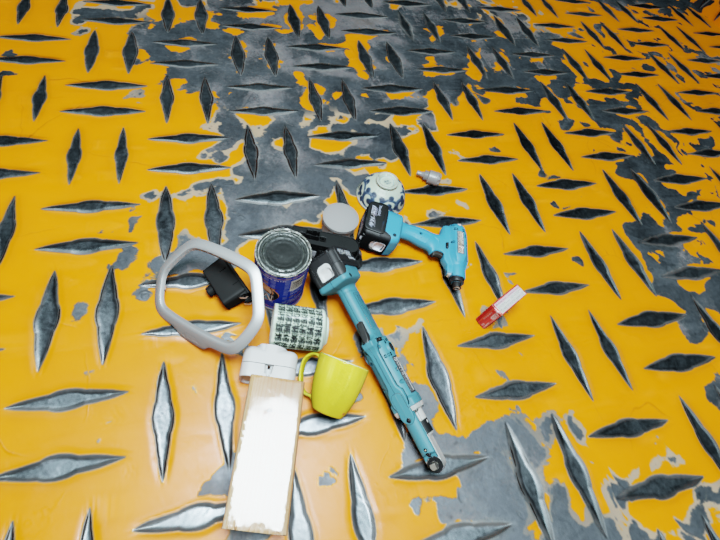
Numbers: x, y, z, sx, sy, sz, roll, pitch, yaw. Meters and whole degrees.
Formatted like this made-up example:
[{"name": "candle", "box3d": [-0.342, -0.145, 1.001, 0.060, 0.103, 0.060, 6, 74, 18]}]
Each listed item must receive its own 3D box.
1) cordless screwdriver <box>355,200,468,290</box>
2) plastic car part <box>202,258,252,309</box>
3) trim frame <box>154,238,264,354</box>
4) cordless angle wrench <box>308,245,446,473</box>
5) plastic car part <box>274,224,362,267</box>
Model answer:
[{"name": "cordless screwdriver", "box3d": [0.117, -0.053, 0.927, 0.246, 0.073, 0.162, 14, 56, -6]}, {"name": "plastic car part", "box3d": [-0.262, 0.028, 0.819, 0.070, 0.064, 0.121, -38, 68, -14]}, {"name": "trim frame", "box3d": [-0.274, 0.045, 0.758, 0.258, 0.026, 0.184, 21, 88, 22]}, {"name": "cordless angle wrench", "box3d": [0.033, 0.150, 0.773, 0.075, 0.093, 0.437, -36, 69, 18]}, {"name": "plastic car part", "box3d": [-0.088, -0.058, 0.901, 0.201, 0.066, 0.068, 15, 46, -4]}]
